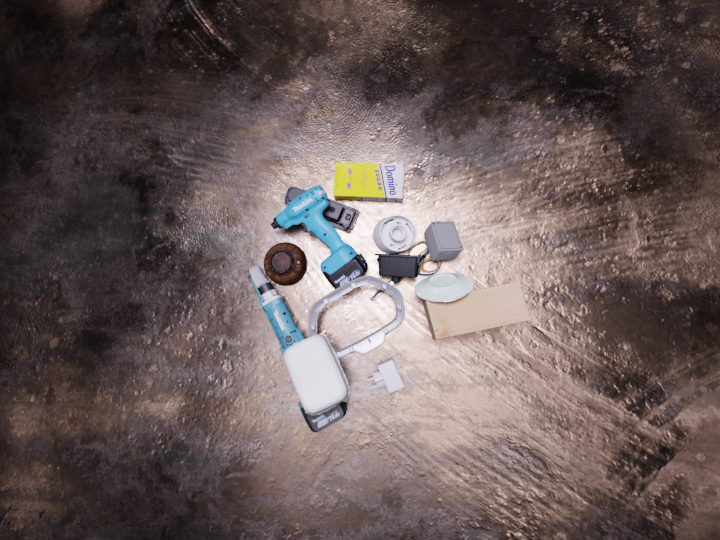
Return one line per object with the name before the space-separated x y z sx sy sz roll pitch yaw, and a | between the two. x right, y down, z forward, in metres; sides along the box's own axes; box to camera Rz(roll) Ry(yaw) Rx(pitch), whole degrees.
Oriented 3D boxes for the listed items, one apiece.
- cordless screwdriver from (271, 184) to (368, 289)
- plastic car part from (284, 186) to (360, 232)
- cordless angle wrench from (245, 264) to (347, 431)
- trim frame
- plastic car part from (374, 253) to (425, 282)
cordless screwdriver | -0.101 -0.066 1.036 0.161 0.073 0.249 -32 89 17
plastic car part | -0.109 -0.164 1.089 0.208 0.065 0.066 22 89 13
cordless angle wrench | -0.171 0.171 1.033 0.098 0.072 0.434 -30 75 0
trim frame | -0.011 0.116 1.007 0.249 0.028 0.178 -29 109 2
plastic car part | 0.094 -0.006 1.019 0.120 0.064 0.071 -1 89 19
